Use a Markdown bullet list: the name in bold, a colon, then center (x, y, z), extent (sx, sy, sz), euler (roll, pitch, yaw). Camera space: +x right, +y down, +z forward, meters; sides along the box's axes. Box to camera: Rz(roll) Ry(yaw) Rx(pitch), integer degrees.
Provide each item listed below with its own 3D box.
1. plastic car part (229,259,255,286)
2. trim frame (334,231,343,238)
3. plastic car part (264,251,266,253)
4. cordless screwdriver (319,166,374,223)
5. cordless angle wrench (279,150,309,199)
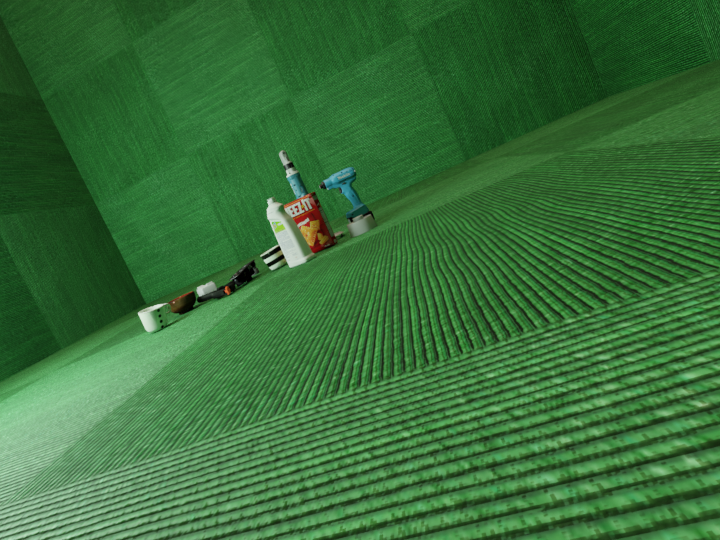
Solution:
- **plastic car part**: center (-0.464, 0.017, 1.679), extent (0.067, 0.066, 0.203), euler (-23, 10, 10)
- **trim frame**: center (-0.172, -0.113, 1.763), extent (0.242, 0.027, 0.191), euler (-32, 12, -34)
- **plastic car part**: center (-0.347, -0.063, 1.799), extent (0.118, 0.070, 0.066), euler (-23, 8, 13)
- **cordless screwdriver**: center (-0.055, -0.283, 1.731), extent (0.158, 0.246, 0.075), euler (-25, 5, -7)
- **cordless angle wrench**: center (-0.235, -0.298, 1.742), extent (0.073, 0.419, 0.101), euler (-27, 5, -22)
